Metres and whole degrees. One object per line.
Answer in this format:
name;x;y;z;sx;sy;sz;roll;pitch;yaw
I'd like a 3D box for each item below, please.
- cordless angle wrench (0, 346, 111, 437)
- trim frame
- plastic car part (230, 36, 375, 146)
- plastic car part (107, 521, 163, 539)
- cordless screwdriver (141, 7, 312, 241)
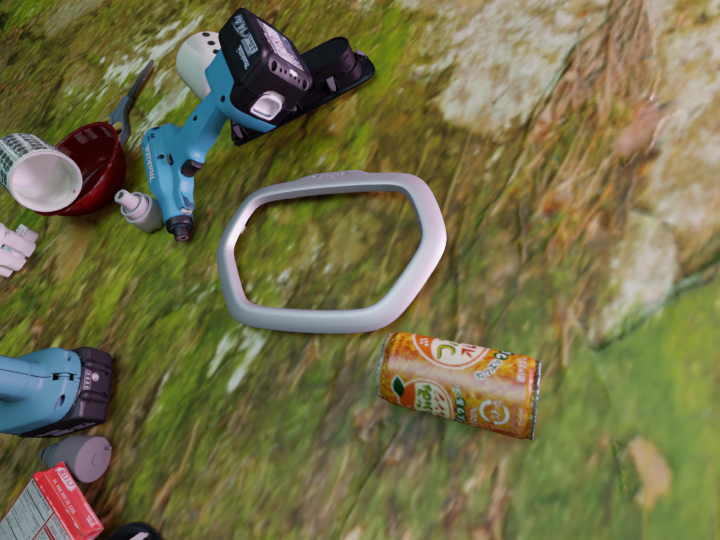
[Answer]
cordless angle wrench;-0.371;0.059;0.299;0.099;0.401;0.077;-19;61;12
trim frame;-0.042;-0.027;0.426;0.258;0.026;0.187;-3;65;24
plastic car part;-0.085;-0.233;0.530;0.206;0.063;0.069;-17;53;12
plastic car part;-0.224;0.258;0.338;0.116;0.067;0.069;-47;59;-1
cordless screwdriver;-0.165;-0.153;0.483;0.254;0.070;0.164;-31;66;30
